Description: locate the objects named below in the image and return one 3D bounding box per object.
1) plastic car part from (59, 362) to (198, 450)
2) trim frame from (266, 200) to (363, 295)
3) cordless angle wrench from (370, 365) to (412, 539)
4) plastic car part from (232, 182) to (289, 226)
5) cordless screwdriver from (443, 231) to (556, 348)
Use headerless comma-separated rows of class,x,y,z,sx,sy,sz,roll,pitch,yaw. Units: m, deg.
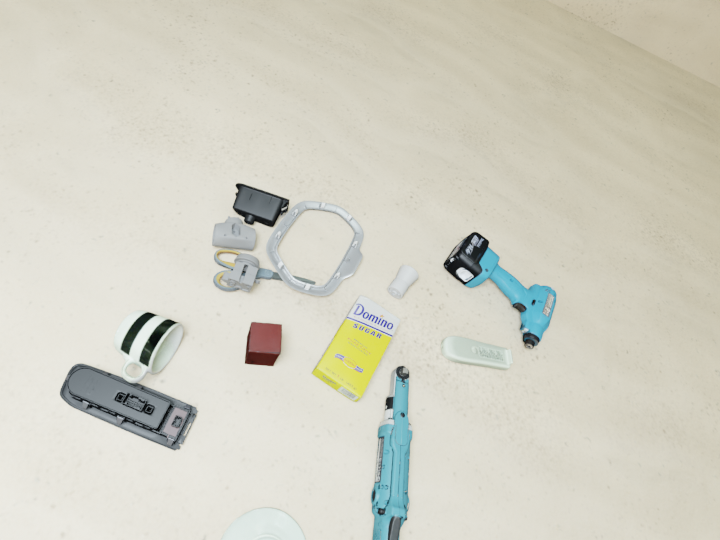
plastic car part,-0.348,0.195,0.623,0.203,0.066,0.067,22,62,0
trim frame,-0.085,-0.056,0.871,0.184,0.027,0.249,30,50,0
cordless angle wrench,0.045,0.347,0.635,0.073,0.097,0.432,17,51,-10
plastic car part,-0.212,-0.126,0.870,0.116,0.066,0.072,17,70,-4
cordless screwdriver,0.299,0.042,0.908,0.250,0.074,0.158,36,55,2
